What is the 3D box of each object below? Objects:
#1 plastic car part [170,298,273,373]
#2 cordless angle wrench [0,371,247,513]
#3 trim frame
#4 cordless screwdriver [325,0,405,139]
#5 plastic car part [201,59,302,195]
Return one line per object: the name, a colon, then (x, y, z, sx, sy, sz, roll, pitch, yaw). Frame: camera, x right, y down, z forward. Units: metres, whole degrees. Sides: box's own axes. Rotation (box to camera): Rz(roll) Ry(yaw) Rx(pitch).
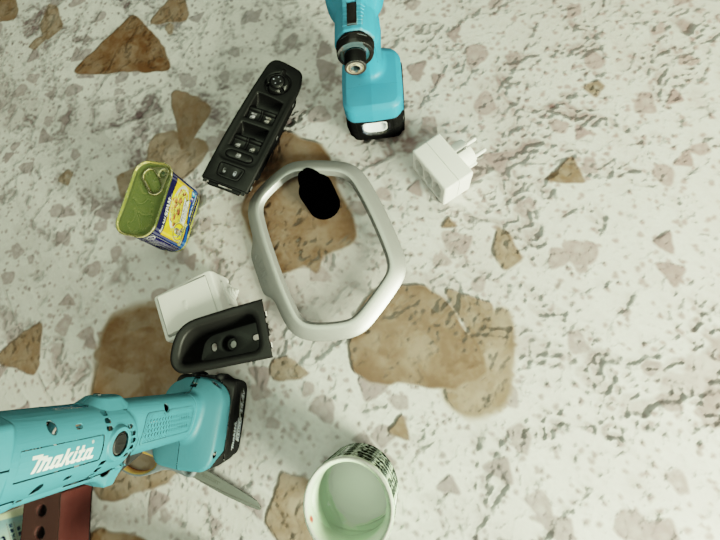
plastic car part: (-0.155, 0.084, 0.500, 0.118, 0.068, 0.067, -15, 73, 7)
cordless angle wrench: (-0.202, 0.128, 0.317, 0.076, 0.409, 0.099, 3, 77, 9)
trim frame: (-0.052, -0.034, 0.532, 0.185, 0.026, 0.256, -25, 70, 5)
cordless screwdriver: (0.007, -0.220, 0.458, 0.075, 0.241, 0.162, -3, 76, 8)
plastic car part: (-0.133, -0.190, 0.575, 0.068, 0.065, 0.203, 19, 80, 15)
